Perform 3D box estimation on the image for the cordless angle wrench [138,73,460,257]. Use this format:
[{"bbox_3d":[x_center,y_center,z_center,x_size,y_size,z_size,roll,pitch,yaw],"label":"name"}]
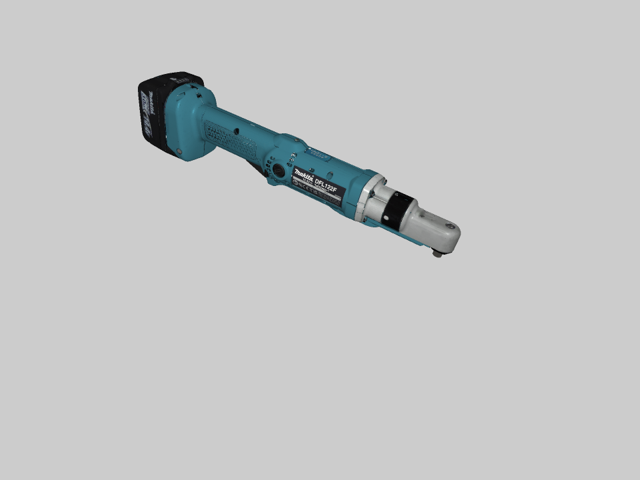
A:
[{"bbox_3d":[-0.036,-0.091,0.505,0.423,0.098,0.074,27,41,18],"label":"cordless angle wrench"}]
